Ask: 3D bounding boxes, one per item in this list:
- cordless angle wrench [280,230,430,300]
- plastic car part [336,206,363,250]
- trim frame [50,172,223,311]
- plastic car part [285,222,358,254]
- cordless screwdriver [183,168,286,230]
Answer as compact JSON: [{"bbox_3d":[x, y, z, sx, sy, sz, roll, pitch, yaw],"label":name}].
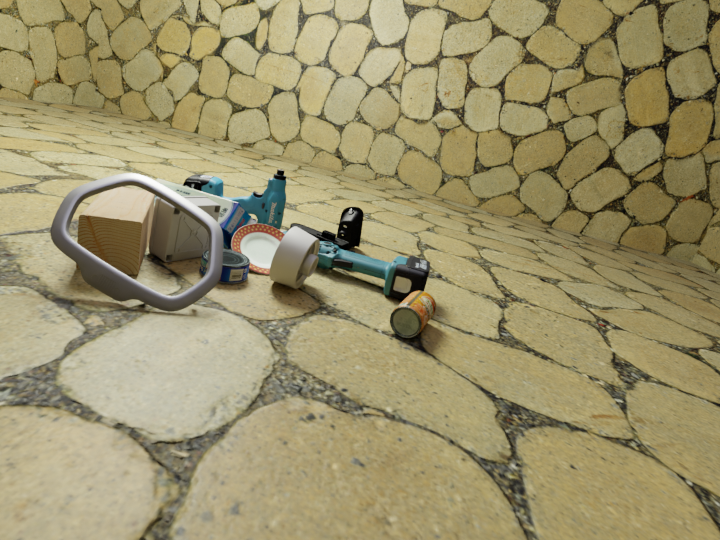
[{"bbox_3d":[-0.073,-0.032,0.893,0.433,0.073,0.097,16,19,13],"label":"cordless angle wrench"},{"bbox_3d":[-0.035,-0.098,1.066,0.068,0.113,0.071,19,41,12],"label":"plastic car part"},{"bbox_3d":[-0.318,-0.045,0.620,0.245,0.028,0.185,32,58,-7],"label":"trim frame"},{"bbox_3d":[-0.096,-0.063,0.982,0.211,0.066,0.065,19,26,23],"label":"plastic car part"},{"bbox_3d":[-0.308,-0.193,1.052,0.248,0.157,0.075,12,17,-1],"label":"cordless screwdriver"}]
